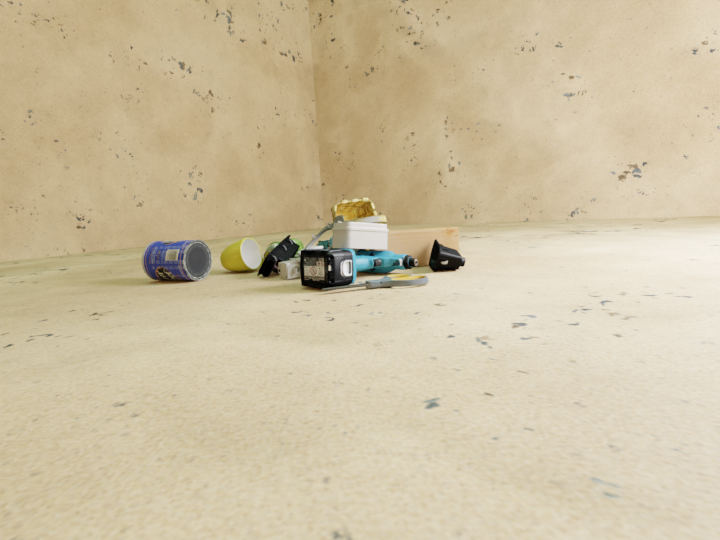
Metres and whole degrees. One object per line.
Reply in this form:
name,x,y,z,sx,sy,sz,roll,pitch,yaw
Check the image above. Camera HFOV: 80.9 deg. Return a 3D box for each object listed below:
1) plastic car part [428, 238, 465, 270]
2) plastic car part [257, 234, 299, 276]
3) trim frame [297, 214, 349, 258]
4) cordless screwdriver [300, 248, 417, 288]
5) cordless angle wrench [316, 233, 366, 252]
plastic car part,0.198,-0.027,0.954,0.071,0.065,0.117,10,11,0
plastic car part,-0.201,-0.040,1.096,0.067,0.066,0.205,21,23,-4
trim frame,-0.107,-0.070,1.093,0.183,0.027,0.255,-50,16,-11
cordless screwdriver,-0.001,-0.012,0.884,0.167,0.074,0.238,2,6,36
cordless angle wrench,-0.081,-0.067,1.272,0.073,0.098,0.433,-5,4,-16
